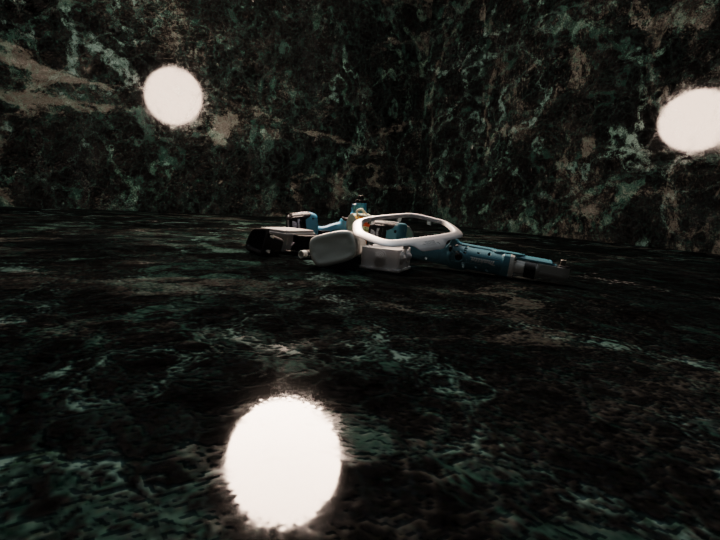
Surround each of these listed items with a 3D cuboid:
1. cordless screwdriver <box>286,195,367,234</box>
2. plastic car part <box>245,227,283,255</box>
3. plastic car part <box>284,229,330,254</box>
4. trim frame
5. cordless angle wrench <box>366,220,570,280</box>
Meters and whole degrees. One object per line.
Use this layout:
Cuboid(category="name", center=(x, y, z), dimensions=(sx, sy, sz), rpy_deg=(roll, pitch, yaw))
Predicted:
Cuboid(category="cordless screwdriver", center=(-0.095, -0.148, 1.264), dimensions=(0.243, 0.158, 0.077), rpy_deg=(-1, 8, -16))
Cuboid(category="plastic car part", center=(-0.229, -0.066, 1.042), dimensions=(0.067, 0.066, 0.122), rpy_deg=(17, -3, -32))
Cuboid(category="plastic car part", center=(-0.107, -0.070, 1.094), dimensions=(0.070, 0.066, 0.194), rpy_deg=(19, 20, 39))
Cuboid(category="trim frame", center=(0.098, -0.085, 0.906), dimensions=(0.240, 0.027, 0.194), rpy_deg=(-8, 27, -28))
Cuboid(category="cordless angle wrench", center=(0.221, -0.035, 0.939), dimensions=(0.442, 0.097, 0.071), rpy_deg=(13, 10, 27))
